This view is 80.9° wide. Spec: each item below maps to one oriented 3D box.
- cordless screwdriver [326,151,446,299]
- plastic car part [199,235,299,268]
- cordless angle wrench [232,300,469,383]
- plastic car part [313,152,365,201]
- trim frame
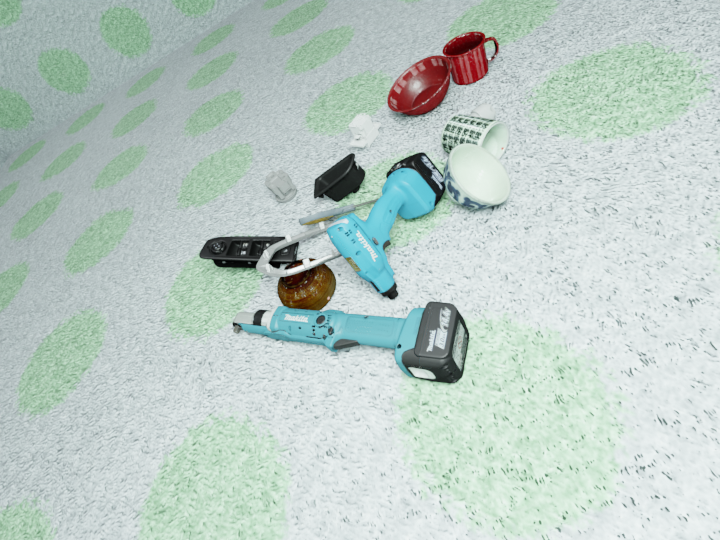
[{"bbox_3d":[0.064,-0.081,0.729,0.247,0.155,0.077,-49,17,-30],"label":"cordless screwdriver"},{"bbox_3d":[-0.229,-0.035,0.878,0.204,0.065,0.068,3,59,4],"label":"plastic car part"},{"bbox_3d":[-0.051,0.095,0.683,0.442,0.070,0.099,1,54,34],"label":"cordless angle wrench"},{"bbox_3d":[-0.037,-0.188,0.901,0.119,0.067,0.068,-27,44,30],"label":"plastic car part"},{"bbox_3d":[-0.077,-0.050,0.786,0.244,0.027,0.193,-21,28,-15],"label":"trim frame"}]
